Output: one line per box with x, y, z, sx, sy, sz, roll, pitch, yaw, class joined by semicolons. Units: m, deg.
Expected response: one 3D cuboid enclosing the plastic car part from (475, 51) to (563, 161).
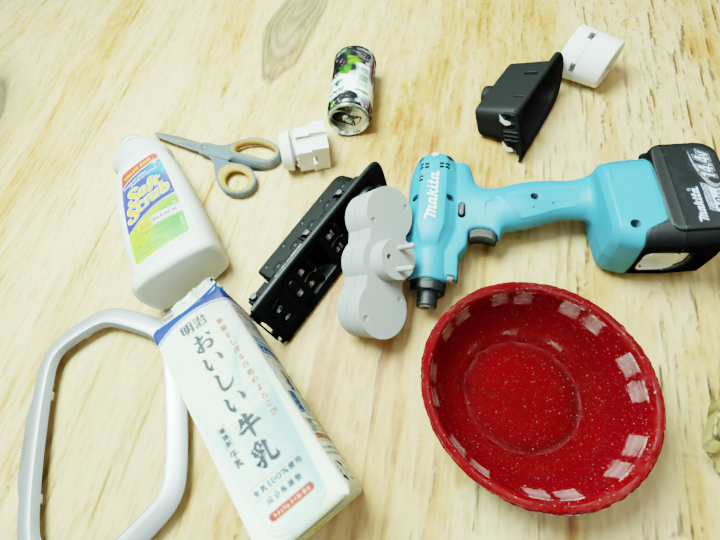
0.168;-0.188;0.468;0.075;0.062;0.116;18;65;34;plastic car part

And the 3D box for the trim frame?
-0.252;0.152;0.409;0.185;0.026;0.257;-18;62;3;trim frame

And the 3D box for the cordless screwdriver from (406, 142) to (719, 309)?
0.166;-0.034;0.379;0.257;0.071;0.162;2;65;18;cordless screwdriver

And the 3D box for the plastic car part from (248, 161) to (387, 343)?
-0.043;-0.028;0.436;0.202;0.063;0.071;-51;40;-12;plastic car part
